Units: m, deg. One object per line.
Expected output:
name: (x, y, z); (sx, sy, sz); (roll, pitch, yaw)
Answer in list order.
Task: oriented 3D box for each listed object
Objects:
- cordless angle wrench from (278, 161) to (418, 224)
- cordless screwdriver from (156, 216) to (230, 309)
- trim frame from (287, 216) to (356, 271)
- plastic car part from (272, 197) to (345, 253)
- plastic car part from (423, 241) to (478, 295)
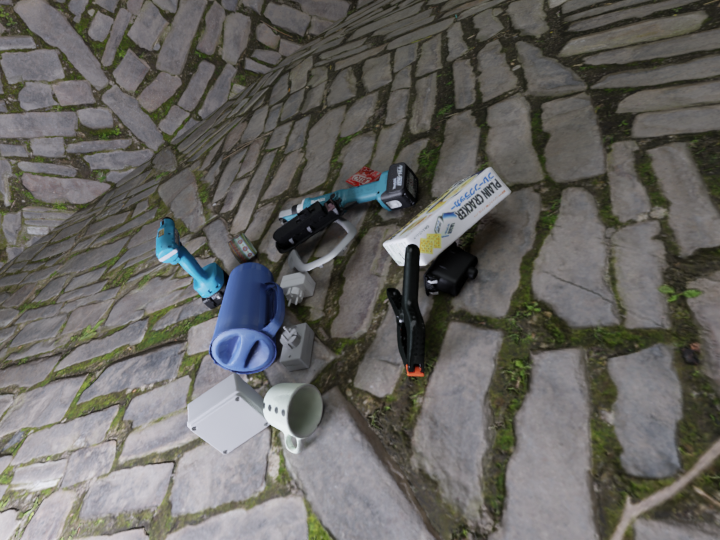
cordless angle wrench: (-0.058, -0.183, 1.121); (0.441, 0.070, 0.099); (-7, 62, 35)
cordless screwdriver: (-0.426, -0.023, 1.081); (0.074, 0.236, 0.167); (-32, 42, 2)
trim frame: (-0.101, -0.066, 1.032); (0.184, 0.026, 0.259); (-33, 28, -4)
plastic car part: (-0.140, -0.115, 1.056); (0.205, 0.063, 0.069); (-36, 50, 13)
plastic car part: (0.176, 0.000, 0.781); (0.075, 0.063, 0.115); (28, 64, 33)
